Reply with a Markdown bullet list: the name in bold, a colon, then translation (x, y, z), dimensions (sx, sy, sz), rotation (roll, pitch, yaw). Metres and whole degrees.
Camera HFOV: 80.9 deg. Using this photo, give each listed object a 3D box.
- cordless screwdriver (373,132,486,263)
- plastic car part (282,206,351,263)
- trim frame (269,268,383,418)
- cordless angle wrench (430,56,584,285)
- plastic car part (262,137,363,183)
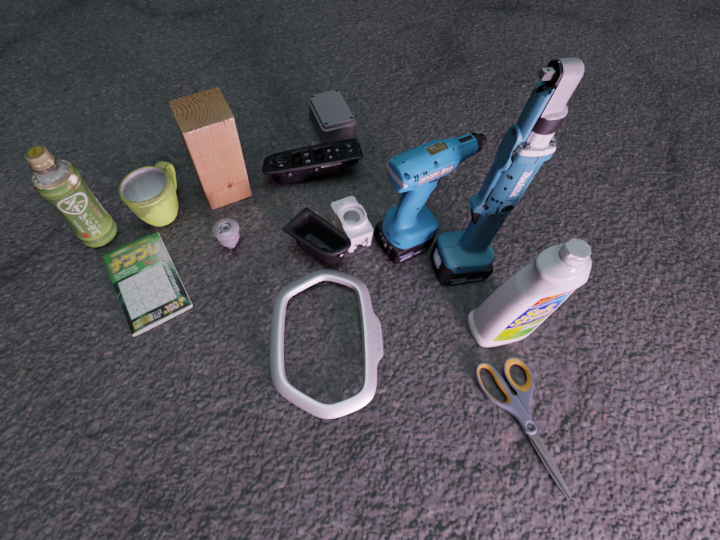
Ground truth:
- **cordless screwdriver**: translation (0.108, -0.119, 0.702), dimensions (0.157, 0.242, 0.077), rotation (-24, 65, -16)
- **plastic car part**: translation (-0.074, -0.049, 0.762), dimensions (0.121, 0.069, 0.065), rotation (35, 64, 18)
- **trim frame**: translation (-0.055, 0.110, 0.691), dimensions (0.184, 0.027, 0.256), rotation (-3, 59, -2)
- **cordless angle wrench**: translation (0.194, -0.107, 0.596), dimensions (0.097, 0.412, 0.077), rotation (-6, 61, -8)
- **plastic car part**: translation (-0.101, -0.220, 0.867), dimensions (0.201, 0.065, 0.069), rotation (-9, 60, -5)
